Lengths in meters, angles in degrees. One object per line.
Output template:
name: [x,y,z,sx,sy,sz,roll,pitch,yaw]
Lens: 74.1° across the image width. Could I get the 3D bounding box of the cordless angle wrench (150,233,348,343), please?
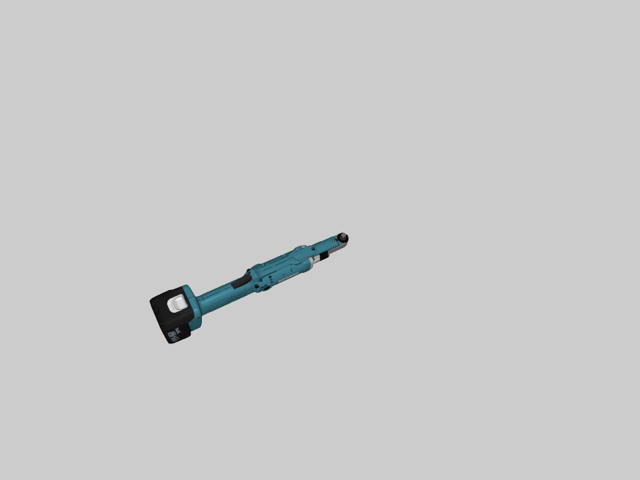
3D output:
cordless angle wrench: [-0.123,0.077,0.870,0.422,0.074,0.098,-24,-23,-21]
